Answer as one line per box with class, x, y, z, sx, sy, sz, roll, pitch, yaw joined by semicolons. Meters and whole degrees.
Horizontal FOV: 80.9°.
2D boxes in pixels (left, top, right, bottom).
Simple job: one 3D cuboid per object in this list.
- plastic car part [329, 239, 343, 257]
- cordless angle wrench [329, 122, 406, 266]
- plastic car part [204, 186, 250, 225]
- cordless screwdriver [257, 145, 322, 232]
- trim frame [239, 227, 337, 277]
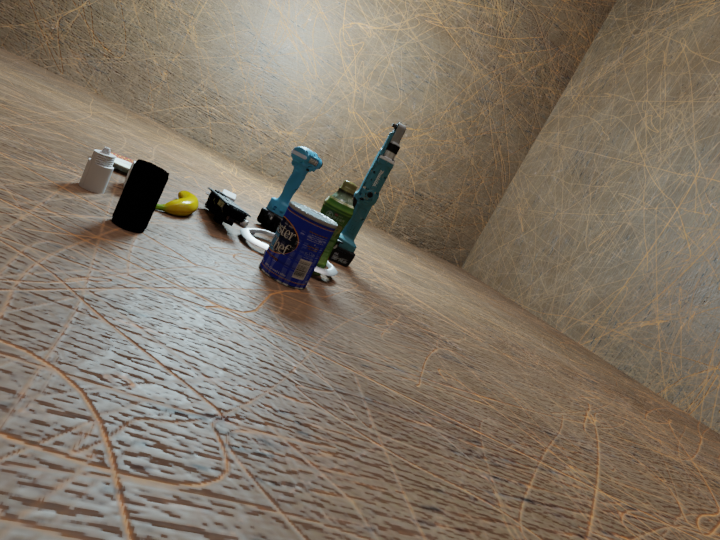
plastic car part;-0.112;-0.073;1.148;0.122;0.071;0.063;33;11;29
cordless angle wrench;0.019;-0.216;1.194;0.096;0.422;0.076;26;10;-13
plastic car part;-0.323;-0.147;0.994;0.063;0.067;0.214;20;12;-36
cordless screwdriver;-0.189;-0.225;1.205;0.077;0.248;0.155;30;10;13
trim frame;-0.166;-0.043;0.985;0.244;0.027;0.188;25;10;-10
